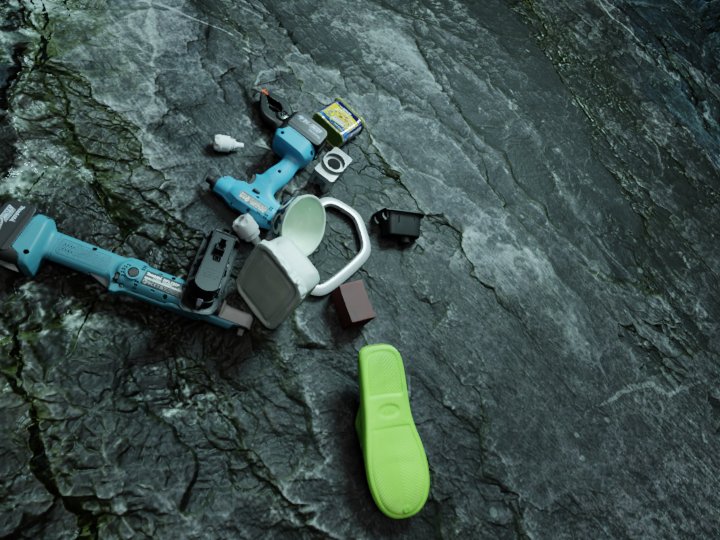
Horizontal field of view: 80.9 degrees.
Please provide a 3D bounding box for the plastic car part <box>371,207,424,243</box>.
[{"bbox_3d":[0.091,-0.094,0.932,0.112,0.067,0.072,7,79,-22],"label":"plastic car part"}]

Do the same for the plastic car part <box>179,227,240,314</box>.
[{"bbox_3d":[-0.248,-0.010,0.721,0.064,0.067,0.209,27,38,-22],"label":"plastic car part"}]

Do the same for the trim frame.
[{"bbox_3d":[-0.084,-0.055,0.863,0.186,0.027,0.245,46,60,5],"label":"trim frame"}]

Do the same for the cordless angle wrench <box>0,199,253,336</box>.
[{"bbox_3d":[-0.377,0.014,0.697,0.414,0.075,0.099,23,59,-11],"label":"cordless angle wrench"}]

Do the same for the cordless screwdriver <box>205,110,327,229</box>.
[{"bbox_3d":[-0.187,-0.219,0.865,0.159,0.075,0.249,32,70,-3],"label":"cordless screwdriver"}]
